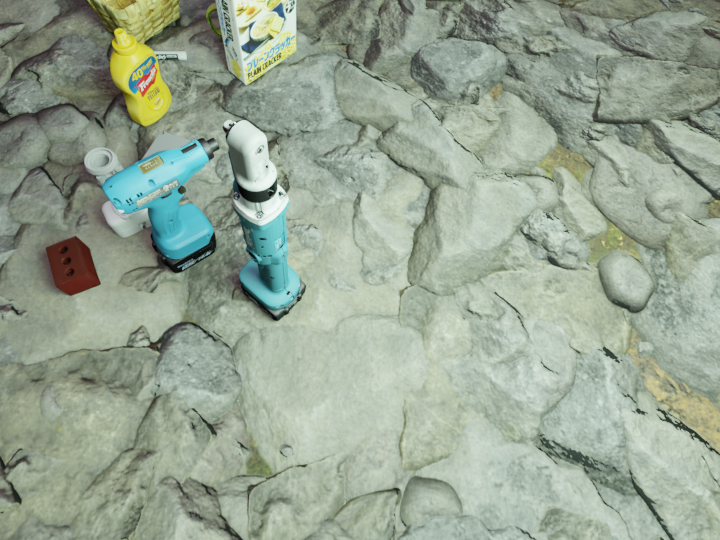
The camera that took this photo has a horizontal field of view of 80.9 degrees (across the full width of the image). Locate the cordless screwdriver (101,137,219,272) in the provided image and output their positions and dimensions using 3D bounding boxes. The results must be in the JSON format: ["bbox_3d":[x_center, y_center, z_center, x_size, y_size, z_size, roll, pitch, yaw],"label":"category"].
[{"bbox_3d":[-0.274,-0.098,0.655,0.157,0.245,0.076,-35,77,-19],"label":"cordless screwdriver"}]

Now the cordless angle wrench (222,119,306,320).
[{"bbox_3d":[-0.122,-0.038,0.542,0.100,0.416,0.074,40,68,8],"label":"cordless angle wrench"}]
